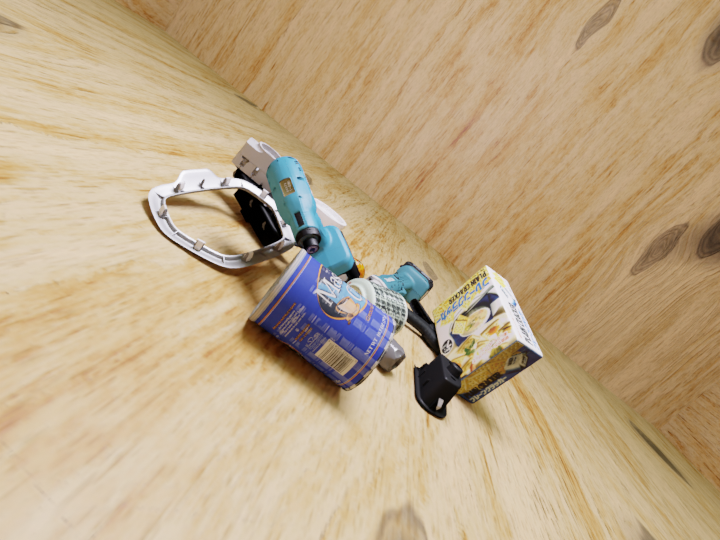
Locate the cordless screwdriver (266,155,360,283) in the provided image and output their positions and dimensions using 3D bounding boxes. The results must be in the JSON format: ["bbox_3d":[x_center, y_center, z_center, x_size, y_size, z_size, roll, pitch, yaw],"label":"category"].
[{"bbox_3d":[-0.063,-0.041,0.640,0.237,0.074,0.166,63,3,-56],"label":"cordless screwdriver"}]

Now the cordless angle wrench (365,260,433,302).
[{"bbox_3d":[0.065,0.037,0.937,0.101,0.074,0.407,43,17,16],"label":"cordless angle wrench"}]

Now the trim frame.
[{"bbox_3d":[-0.193,-0.084,0.629,0.189,0.027,0.241,44,31,12],"label":"trim frame"}]

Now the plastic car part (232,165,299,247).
[{"bbox_3d":[-0.180,-0.107,0.760,0.213,0.067,0.063,51,11,29],"label":"plastic car part"}]

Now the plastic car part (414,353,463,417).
[{"bbox_3d":[0.127,0.170,0.653,0.066,0.071,0.115,38,11,1],"label":"plastic car part"}]
